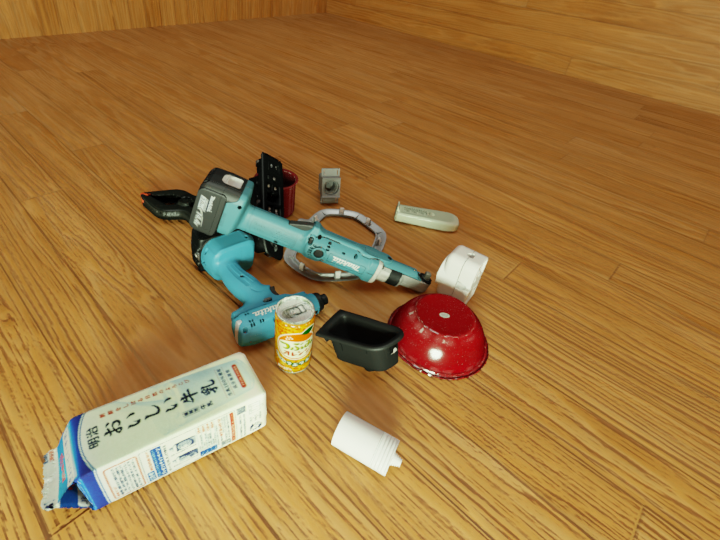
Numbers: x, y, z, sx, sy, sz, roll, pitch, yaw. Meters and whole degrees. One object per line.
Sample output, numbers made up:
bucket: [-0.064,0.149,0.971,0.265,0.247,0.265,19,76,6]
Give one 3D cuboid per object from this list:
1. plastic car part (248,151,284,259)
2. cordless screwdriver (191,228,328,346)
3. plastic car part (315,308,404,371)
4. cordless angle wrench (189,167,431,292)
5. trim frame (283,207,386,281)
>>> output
plastic car part: [-0.183,-0.118,0.806,0.069,0.063,0.206,-12,76,18]
cordless screwdriver: [-0.178,0.006,0.712,0.154,0.073,0.262,-19,49,-31]
plastic car part: [0.004,0.110,0.605,0.122,0.068,0.065,14,37,33]
cordless angle wrench: [-0.070,-0.046,0.719,0.415,0.097,0.076,22,34,-10]
trim frame: [-0.049,-0.059,0.842,0.189,0.027,0.249,16,42,13]
